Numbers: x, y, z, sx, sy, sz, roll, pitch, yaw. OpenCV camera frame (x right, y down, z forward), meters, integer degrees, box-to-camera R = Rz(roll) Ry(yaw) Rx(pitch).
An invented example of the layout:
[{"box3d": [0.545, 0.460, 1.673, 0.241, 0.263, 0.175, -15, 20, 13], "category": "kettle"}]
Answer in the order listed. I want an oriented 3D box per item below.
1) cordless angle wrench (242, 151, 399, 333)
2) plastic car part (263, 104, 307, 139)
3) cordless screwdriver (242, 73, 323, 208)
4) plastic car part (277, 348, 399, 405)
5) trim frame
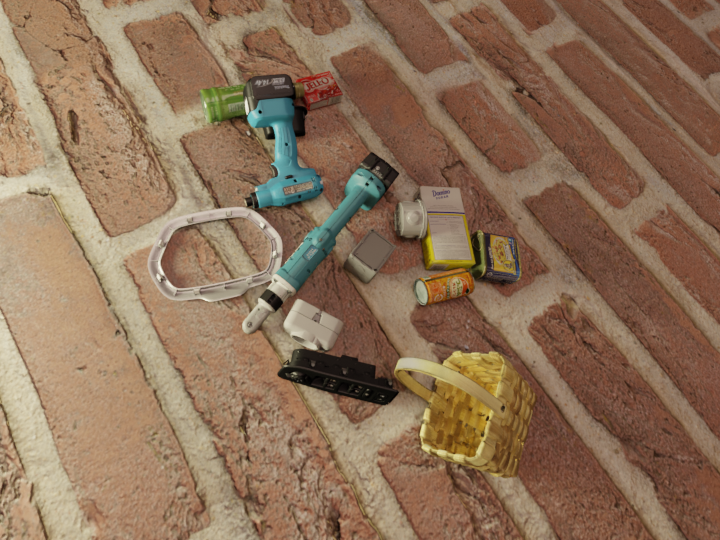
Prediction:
[{"box3d": [-0.078, -0.051, 0.801, 0.074, 0.098, 0.421, 38, 70, -1], "category": "cordless angle wrench"}, {"box3d": [-0.165, -0.312, 0.912, 0.114, 0.067, 0.071, -7, 86, -17], "category": "plastic car part"}, {"box3d": [-0.179, -0.249, 0.836, 0.156, 0.076, 0.247, -17, 96, -17], "category": "cordless screwdriver"}, {"box3d": [-0.039, 0.177, 0.726, 0.201, 0.065, 0.068, 11, 58, -6], "category": "plastic car part"}, {"box3d": [-0.268, -0.033, 0.792, 0.243, 0.027, 0.189, -11, 71, -16], "category": "trim frame"}]
